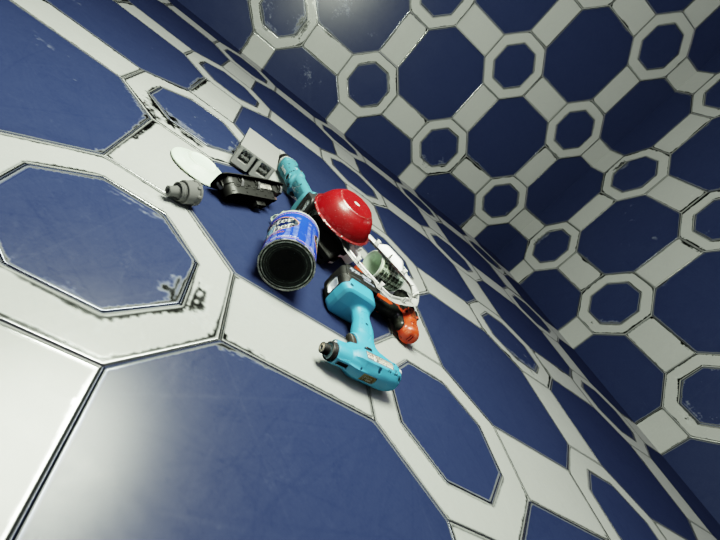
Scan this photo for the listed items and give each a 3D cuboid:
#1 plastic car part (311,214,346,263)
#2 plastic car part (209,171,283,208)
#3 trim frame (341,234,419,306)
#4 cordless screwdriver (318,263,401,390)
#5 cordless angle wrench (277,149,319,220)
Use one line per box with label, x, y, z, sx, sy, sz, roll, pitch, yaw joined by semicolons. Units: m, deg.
plastic car part;-0.094;-0.061;0.958;0.116;0.067;0.070;52;41;-5
plastic car part;-0.246;-0.170;0.929;0.194;0.068;0.068;4;68;-62
trim frame;0.048;-0.016;0.981;0.254;0.028;0.179;46;27;10
cordless screwdriver;-0.021;0.090;0.770;0.152;0.075;0.259;30;26;-30
cordless angle wrench;-0.180;-0.244;1.160;0.070;0.098;0.445;24;23;-35
